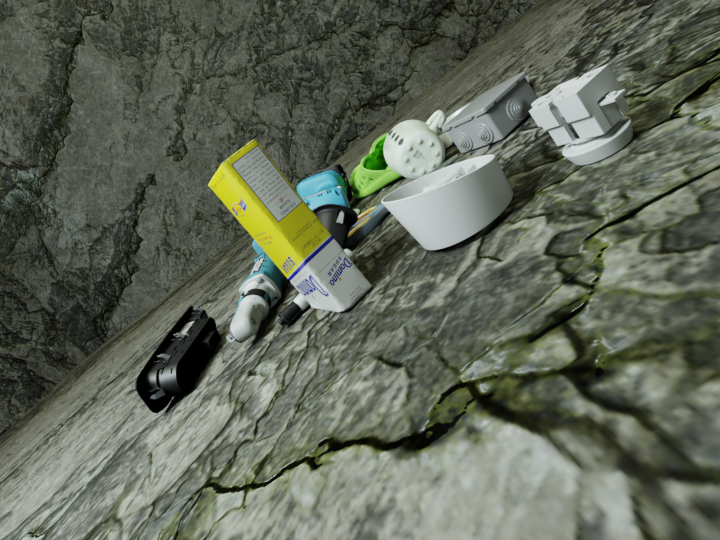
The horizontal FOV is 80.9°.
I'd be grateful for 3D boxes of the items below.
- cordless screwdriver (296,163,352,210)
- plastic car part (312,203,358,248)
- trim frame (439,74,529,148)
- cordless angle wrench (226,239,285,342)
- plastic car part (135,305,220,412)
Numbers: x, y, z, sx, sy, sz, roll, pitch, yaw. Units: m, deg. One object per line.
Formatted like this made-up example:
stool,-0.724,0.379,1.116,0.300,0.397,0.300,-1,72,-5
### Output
cordless screwdriver,-0.094,-0.122,0.771,0.161,0.072,0.252,-19,19,10
plastic car part,-0.058,-0.038,0.588,0.119,0.063,0.072,-30,41,47
trim frame,0.187,-0.266,0.747,0.182,0.027,0.258,-45,19,-24
cordless angle wrench,-0.150,-0.004,0.695,0.099,0.072,0.432,-36,19,9
plastic car part,-0.237,0.116,0.585,0.068,0.065,0.205,-10,20,7
